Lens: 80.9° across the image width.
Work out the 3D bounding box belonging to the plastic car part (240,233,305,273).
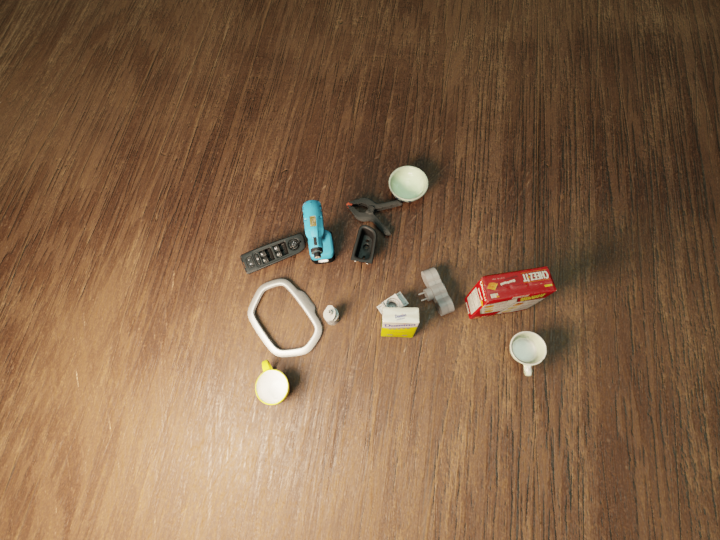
[{"bbox_3d":[-0.261,-0.049,1.303,0.202,0.065,0.068,-24,70,-3],"label":"plastic car part"}]

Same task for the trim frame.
[{"bbox_3d":[-0.223,0.139,1.246,0.183,0.027,0.258,-38,69,-8],"label":"trim frame"}]

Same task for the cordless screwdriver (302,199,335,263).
[{"bbox_3d":[-0.117,-0.077,1.201,0.074,0.242,0.163,-8,70,0],"label":"cordless screwdriver"}]

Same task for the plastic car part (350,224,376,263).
[{"bbox_3d":[0.015,-0.071,1.275,0.067,0.069,0.118,10,71,8],"label":"plastic car part"}]
